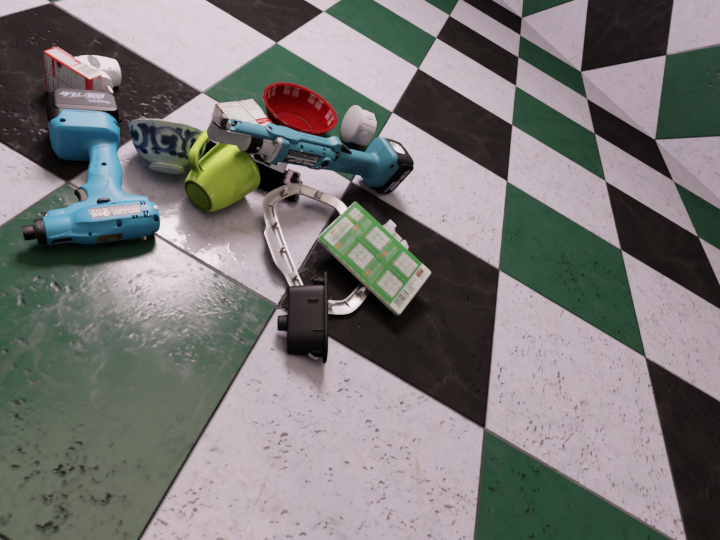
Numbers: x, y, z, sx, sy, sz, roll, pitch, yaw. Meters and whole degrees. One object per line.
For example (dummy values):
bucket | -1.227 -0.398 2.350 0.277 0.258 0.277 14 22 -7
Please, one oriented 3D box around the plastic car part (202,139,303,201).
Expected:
plastic car part | -0.195 -0.192 0.746 0.200 0.067 0.067 20 55 -7

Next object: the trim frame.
trim frame | -0.068 -0.044 0.691 0.177 0.028 0.256 -10 66 -31

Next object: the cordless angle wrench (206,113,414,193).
cordless angle wrench | -0.070 -0.203 0.731 0.403 0.099 0.077 -3 56 -45

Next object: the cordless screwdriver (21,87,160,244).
cordless screwdriver | -0.395 -0.144 0.594 0.153 0.074 0.257 -13 64 -35

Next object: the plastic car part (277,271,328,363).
plastic car part | -0.079 0.065 0.581 0.071 0.065 0.119 3 69 -4
